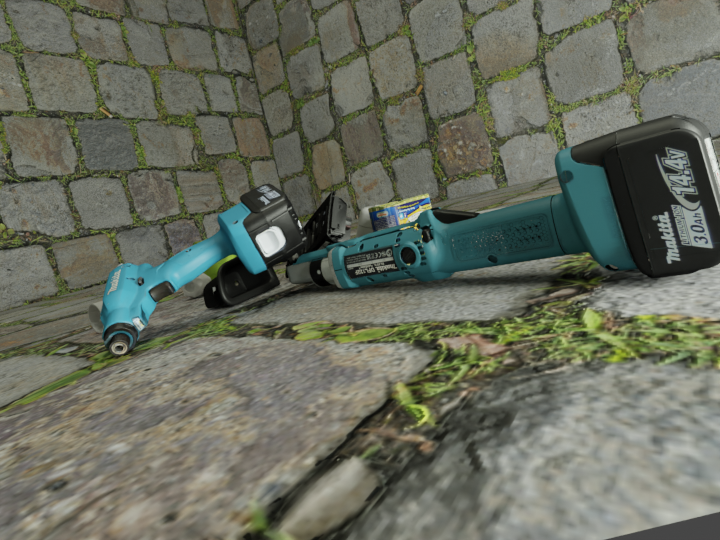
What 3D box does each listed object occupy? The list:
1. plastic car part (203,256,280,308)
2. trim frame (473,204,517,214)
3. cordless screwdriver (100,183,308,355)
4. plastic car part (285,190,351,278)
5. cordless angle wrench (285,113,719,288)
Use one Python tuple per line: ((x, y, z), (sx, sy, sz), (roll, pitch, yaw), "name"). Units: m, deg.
((-0.182, 0.019, 0.607), (0.073, 0.066, 0.114), (-27, 3, 33), "plastic car part")
((0.215, -0.092, 0.792), (0.177, 0.027, 0.260), (-19, 12, -40), "trim frame")
((-0.183, -0.004, 0.494), (0.247, 0.071, 0.167), (-29, 32, -8), "cordless screwdriver")
((-0.060, -0.039, 0.612), (0.064, 0.068, 0.207), (9, -22, -27), "plastic car part")
((0.062, -0.022, 0.407), (0.440, 0.097, 0.072), (-11, 5, 45), "cordless angle wrench")
